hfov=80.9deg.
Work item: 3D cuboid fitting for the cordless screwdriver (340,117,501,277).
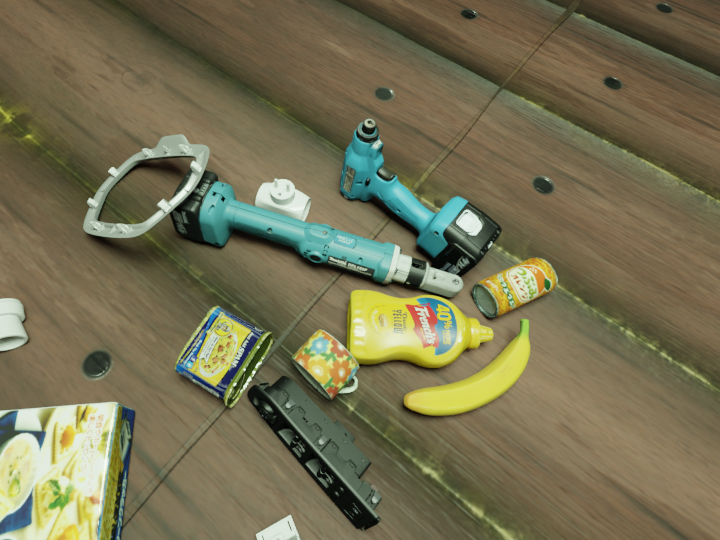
[{"bbox_3d":[0.078,-0.105,0.609,0.256,0.156,0.074,39,66,13],"label":"cordless screwdriver"}]

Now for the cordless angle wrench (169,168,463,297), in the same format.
[{"bbox_3d":[-0.060,-0.039,0.609,0.425,0.096,0.075,17,60,3],"label":"cordless angle wrench"}]

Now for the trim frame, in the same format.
[{"bbox_3d":[-0.318,-0.125,0.615,0.261,0.026,0.185,6,60,36],"label":"trim frame"}]

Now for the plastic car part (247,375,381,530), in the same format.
[{"bbox_3d":[-0.052,0.199,0.498,0.209,0.065,0.066,38,57,16],"label":"plastic car part"}]
